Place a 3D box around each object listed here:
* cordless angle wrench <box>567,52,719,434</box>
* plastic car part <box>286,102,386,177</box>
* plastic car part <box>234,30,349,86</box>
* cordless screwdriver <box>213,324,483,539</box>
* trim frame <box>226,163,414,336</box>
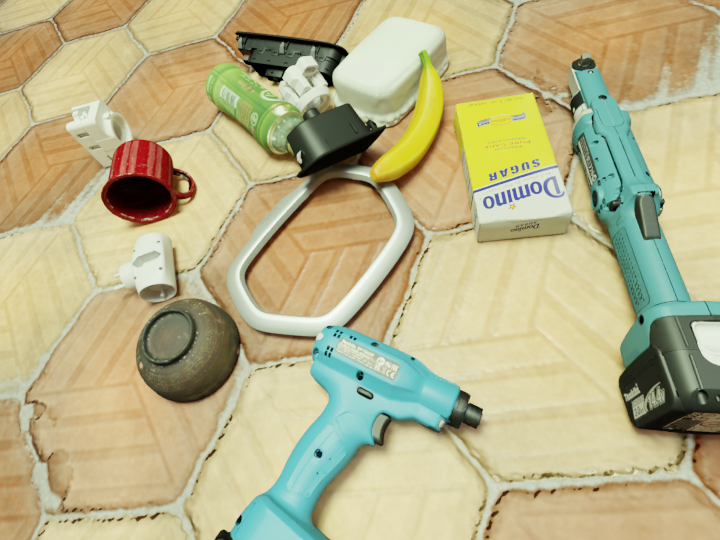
[{"bbox_3d":[0.263,-0.072,0.418,0.076,0.094,0.433,-3,57,10],"label":"cordless angle wrench"},{"bbox_3d":[-0.040,-0.170,0.525,0.114,0.067,0.071,-27,86,-25],"label":"plastic car part"},{"bbox_3d":[-0.109,-0.330,0.665,0.211,0.063,0.067,14,76,21],"label":"plastic car part"},{"bbox_3d":[-0.012,0.179,0.352,0.166,0.071,0.249,19,64,22],"label":"cordless screwdriver"},{"bbox_3d":[-0.049,-0.032,0.504,0.193,0.026,0.248,31,74,26],"label":"trim frame"}]
